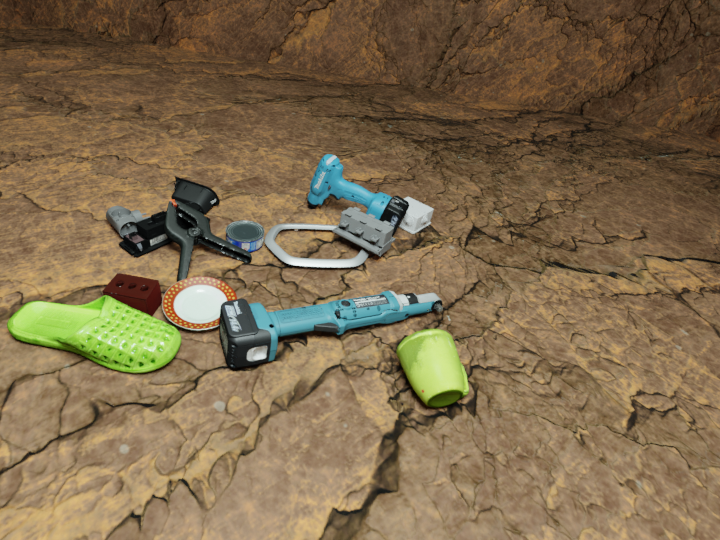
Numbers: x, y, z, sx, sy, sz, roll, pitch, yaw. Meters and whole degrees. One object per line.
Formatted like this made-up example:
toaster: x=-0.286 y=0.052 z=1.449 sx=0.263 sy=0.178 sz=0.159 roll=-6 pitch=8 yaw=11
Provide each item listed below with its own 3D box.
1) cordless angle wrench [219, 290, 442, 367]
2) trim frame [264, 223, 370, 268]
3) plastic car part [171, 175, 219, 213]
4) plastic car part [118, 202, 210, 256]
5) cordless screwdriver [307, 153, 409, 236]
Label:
cordless angle wrench: x=-0.032 y=0.080 z=0.752 sx=0.409 sy=0.073 sz=0.103 roll=-7 pitch=39 yaw=-24
trim frame: x=-0.095 y=-0.062 z=0.969 sx=0.245 sy=0.027 sz=0.192 roll=-1 pitch=38 yaw=-10
plastic car part: x=-0.414 y=-0.173 z=1.036 sx=0.118 sy=0.064 sz=0.071 roll=19 pitch=51 yaw=8
plastic car part: x=-0.425 y=-0.102 z=0.931 sx=0.070 sy=0.065 sz=0.198 roll=22 pitch=34 yaw=28
cordless screwdriver: x=-0.017 y=-0.165 z=1.058 sx=0.252 sy=0.158 sz=0.074 roll=33 pitch=41 yaw=6
